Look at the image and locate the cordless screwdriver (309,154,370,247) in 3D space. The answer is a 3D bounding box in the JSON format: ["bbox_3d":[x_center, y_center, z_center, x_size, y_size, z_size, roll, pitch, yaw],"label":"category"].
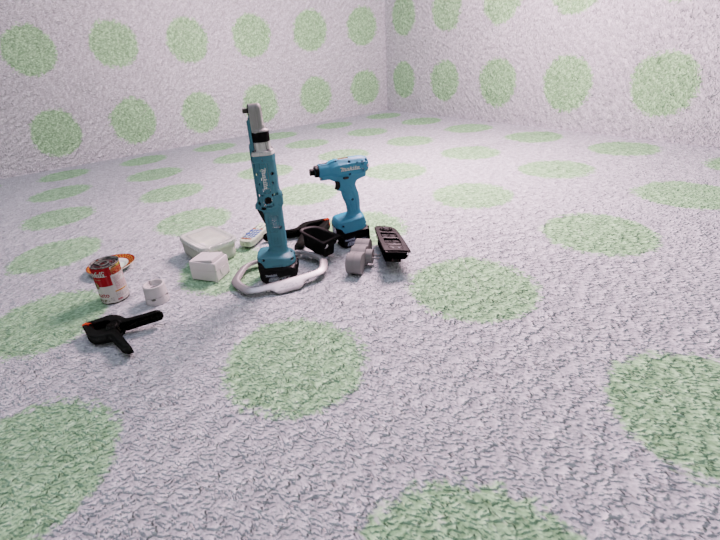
[{"bbox_3d":[-0.054,-0.186,1.166,0.156,0.242,0.078,-11,26,-14],"label":"cordless screwdriver"}]

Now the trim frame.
[{"bbox_3d":[-0.203,0.002,1.070,0.243,0.027,0.193,-15,29,-17],"label":"trim frame"}]

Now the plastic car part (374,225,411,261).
[{"bbox_3d":[0.078,-0.067,1.104,0.066,0.065,0.209,-7,28,-4],"label":"plastic car part"}]

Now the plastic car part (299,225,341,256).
[{"bbox_3d":[-0.112,-0.074,1.150,0.064,0.069,0.123,-26,33,-36],"label":"plastic car part"}]

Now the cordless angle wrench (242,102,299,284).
[{"bbox_3d":[-0.213,-0.169,0.984,0.098,0.411,0.076,-4,25,0],"label":"cordless angle wrench"}]
